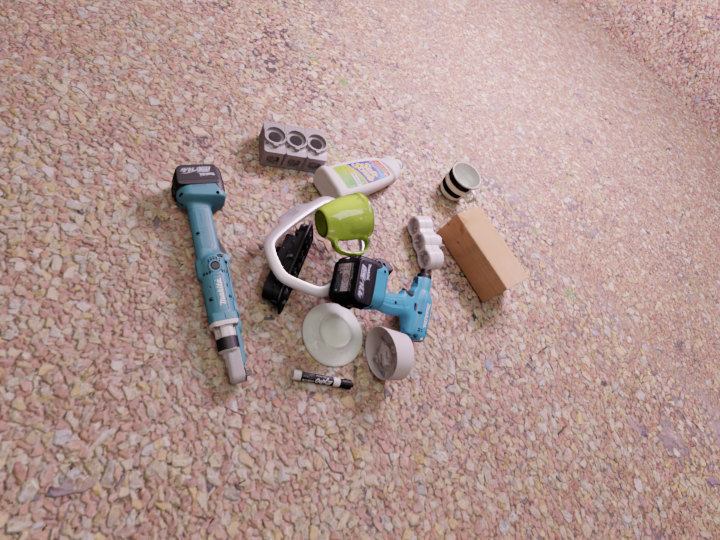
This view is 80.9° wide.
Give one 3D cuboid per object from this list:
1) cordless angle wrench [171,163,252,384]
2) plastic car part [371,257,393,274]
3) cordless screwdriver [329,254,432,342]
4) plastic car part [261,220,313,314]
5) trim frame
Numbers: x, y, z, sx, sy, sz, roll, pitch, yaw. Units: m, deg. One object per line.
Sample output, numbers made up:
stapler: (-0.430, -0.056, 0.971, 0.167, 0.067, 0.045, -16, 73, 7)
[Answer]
cordless angle wrench: (-0.274, -0.002, 0.791, 0.095, 0.075, 0.434, -8, 69, -27)
plastic car part: (0.018, 0.000, 0.908, 0.113, 0.071, 0.068, -7, 68, -23)
cordless screwdriver: (0.058, 0.034, 0.850, 0.235, 0.077, 0.161, 29, 67, -35)
plastic car part: (-0.148, -0.012, 0.852, 0.067, 0.065, 0.206, 14, 57, -1)
trim frame: (-0.083, -0.054, 0.847, 0.184, 0.028, 0.245, 47, 56, 0)
